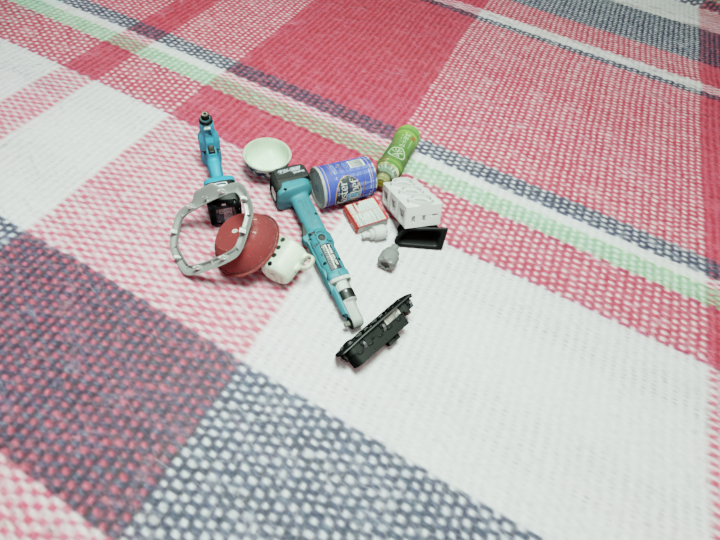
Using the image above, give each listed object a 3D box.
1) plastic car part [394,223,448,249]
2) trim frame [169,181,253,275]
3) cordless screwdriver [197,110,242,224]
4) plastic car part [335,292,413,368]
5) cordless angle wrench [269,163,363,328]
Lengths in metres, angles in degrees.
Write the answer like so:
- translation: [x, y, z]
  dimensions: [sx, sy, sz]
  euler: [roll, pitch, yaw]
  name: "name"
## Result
- translation: [0.139, -0.096, 1.010]
  dimensions: [0.117, 0.064, 0.073]
  euler: [5, 41, 0]
  name: "plastic car part"
- translation: [-0.319, -0.090, 0.884]
  dimensions: [0.256, 0.026, 0.188]
  euler: [-18, 70, 29]
  name: "trim frame"
- translation: [-0.340, -0.240, 0.993]
  dimensions: [0.073, 0.156, 0.259]
  euler: [-12, 61, -18]
  name: "cordless screwdriver"
- translation: [0.034, 0.126, 0.846]
  dimensions: [0.199, 0.068, 0.067]
  euler: [-33, 93, -26]
  name: "plastic car part"
- translation: [-0.093, -0.061, 0.952]
  dimensions: [0.096, 0.073, 0.440]
  euler: [-18, 62, -19]
  name: "cordless angle wrench"
